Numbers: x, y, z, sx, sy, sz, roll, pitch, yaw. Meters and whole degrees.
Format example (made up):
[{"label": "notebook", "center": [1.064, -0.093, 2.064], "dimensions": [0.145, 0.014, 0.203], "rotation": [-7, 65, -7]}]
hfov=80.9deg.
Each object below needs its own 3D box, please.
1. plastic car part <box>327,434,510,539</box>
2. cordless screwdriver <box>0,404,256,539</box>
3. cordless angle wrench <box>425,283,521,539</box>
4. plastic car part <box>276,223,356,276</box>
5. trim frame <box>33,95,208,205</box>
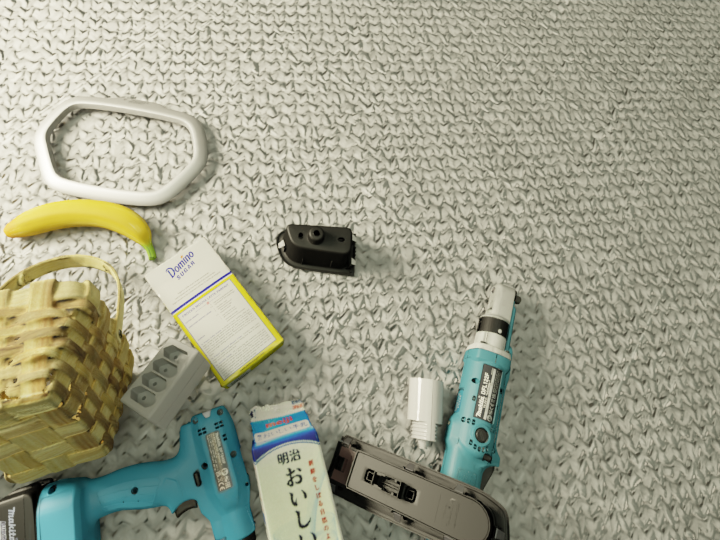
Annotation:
[{"label": "plastic car part", "center": [0.053, 0.237, 0.452], "dimensions": [0.212, 0.064, 0.066], "rotation": [11, 57, 27]}, {"label": "cordless screwdriver", "center": [-0.240, 0.266, 0.448], "dimensions": [0.243, 0.074, 0.163], "rotation": [-17, 74, -18]}, {"label": "cordless angle wrench", "center": [0.139, 0.205, 0.522], "dimensions": [0.098, 0.074, 0.426], "rotation": [20, 66, -1]}, {"label": "plastic car part", "center": [-0.057, -0.037, 0.584], "dimensions": [0.115, 0.071, 0.067], "rotation": [7, 69, -10]}, {"label": "trim frame", "center": [-0.350, -0.182, 0.624], "dimensions": [0.247, 0.027, 0.187], "rotation": [7, 70, -3]}]
